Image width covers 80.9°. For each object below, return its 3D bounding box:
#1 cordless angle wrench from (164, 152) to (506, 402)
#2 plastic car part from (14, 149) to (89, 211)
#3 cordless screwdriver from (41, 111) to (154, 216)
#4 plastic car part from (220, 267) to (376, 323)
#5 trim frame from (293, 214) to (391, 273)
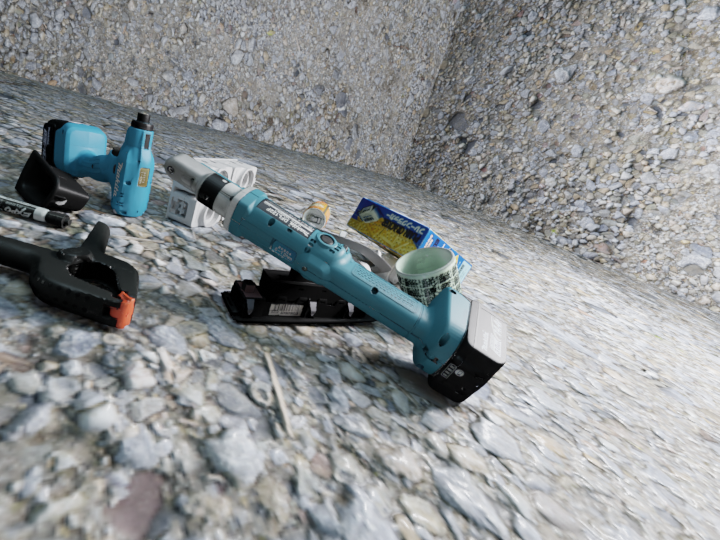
[{"bbox_3d":[-0.046,-0.015,0.474,0.428,0.074,0.097,32,34,6],"label":"cordless angle wrench"},{"bbox_3d":[-0.435,-0.116,0.611,0.122,0.066,0.067,32,6,29],"label":"plastic car part"},{"bbox_3d":[-0.430,-0.202,0.700,0.261,0.158,0.071,25,17,27],"label":"cordless screwdriver"},{"bbox_3d":[-0.063,0.029,0.523,0.193,0.067,0.070,11,11,-32],"label":"plastic car part"},{"bbox_3d":[-0.068,-0.044,0.693,0.252,0.028,0.181,18,-13,5],"label":"trim frame"}]
